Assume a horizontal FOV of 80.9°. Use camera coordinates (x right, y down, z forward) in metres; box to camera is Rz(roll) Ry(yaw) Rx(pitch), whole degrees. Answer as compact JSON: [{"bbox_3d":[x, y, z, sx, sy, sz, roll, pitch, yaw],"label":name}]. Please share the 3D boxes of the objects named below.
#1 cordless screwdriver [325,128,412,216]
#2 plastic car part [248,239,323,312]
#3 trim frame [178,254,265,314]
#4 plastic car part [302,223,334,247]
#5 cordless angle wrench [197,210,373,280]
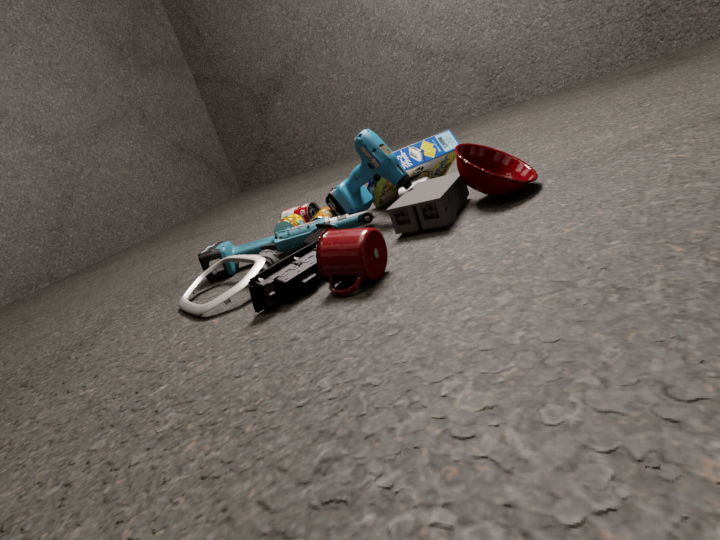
[{"bbox_3d":[0.017,-0.195,0.994,0.073,0.162,0.249,-33,-11,-33],"label":"cordless screwdriver"},{"bbox_3d":[-0.096,0.001,0.727,0.070,0.064,0.199,6,31,38],"label":"plastic car part"},{"bbox_3d":[-0.284,0.022,0.867,0.260,0.026,0.183,2,44,52],"label":"trim frame"},{"bbox_3d":[-0.088,-0.057,0.896,0.070,0.064,0.121,-40,19,-14],"label":"plastic car part"},{"bbox_3d":[-0.175,-0.072,1.008,0.428,0.072,0.099,-15,18,9],"label":"cordless angle wrench"}]
